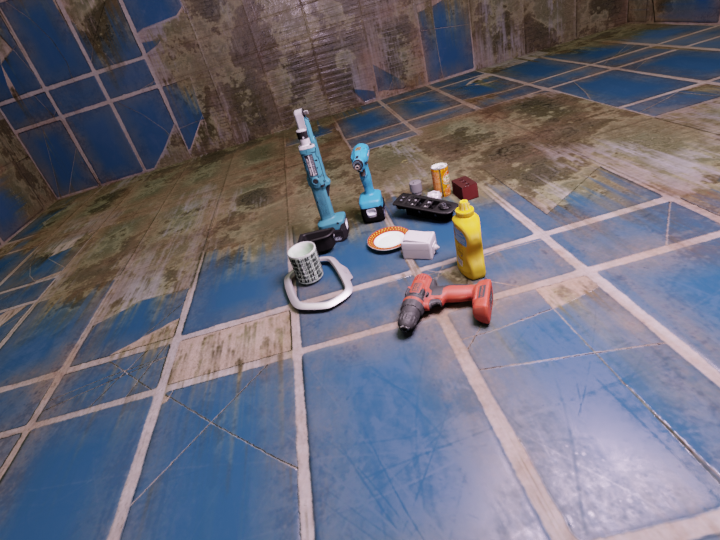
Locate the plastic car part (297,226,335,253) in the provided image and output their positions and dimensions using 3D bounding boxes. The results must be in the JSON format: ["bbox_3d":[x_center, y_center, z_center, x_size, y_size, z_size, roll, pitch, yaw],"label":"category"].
[{"bbox_3d":[-0.127,-0.083,1.301,0.119,0.068,0.067,-10,32,12],"label":"plastic car part"}]

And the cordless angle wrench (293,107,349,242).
[{"bbox_3d":[-0.129,-0.278,1.279,0.100,0.407,0.075,-8,31,14],"label":"cordless angle wrench"}]

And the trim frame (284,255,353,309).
[{"bbox_3d":[-0.115,0.032,1.160,0.183,0.026,0.260,-23,33,-8],"label":"trim frame"}]

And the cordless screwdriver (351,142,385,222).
[{"bbox_3d":[0.019,-0.266,1.344,0.076,0.239,0.162,-9,31,12],"label":"cordless screwdriver"}]

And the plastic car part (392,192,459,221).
[{"bbox_3d":[0.201,-0.189,1.302,0.214,0.064,0.065,15,43,41],"label":"plastic car part"}]
